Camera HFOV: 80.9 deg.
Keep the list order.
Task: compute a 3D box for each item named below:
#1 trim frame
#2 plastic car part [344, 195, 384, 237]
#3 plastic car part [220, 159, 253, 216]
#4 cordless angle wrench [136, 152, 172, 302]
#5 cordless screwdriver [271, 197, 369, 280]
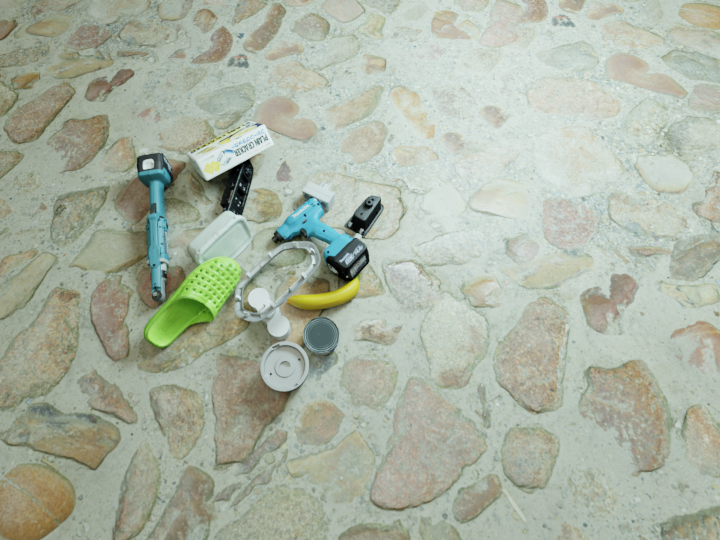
[{"bbox_3d":[-0.202,0.017,1.004,0.247,0.026,0.195,-43,44,-13],"label":"trim frame"},{"bbox_3d":[0.017,-0.159,1.131,0.068,0.069,0.116,33,72,13],"label":"plastic car part"},{"bbox_3d":[-0.349,-0.227,1.190,0.070,0.063,0.206,-1,62,27],"label":"plastic car part"},{"bbox_3d":[-0.546,-0.117,1.132,0.074,0.096,0.435,-11,68,-6],"label":"cordless angle wrench"},{"bbox_3d":[-0.106,-0.069,1.081,0.158,0.071,0.261,-41,60,-12],"label":"cordless screwdriver"}]
